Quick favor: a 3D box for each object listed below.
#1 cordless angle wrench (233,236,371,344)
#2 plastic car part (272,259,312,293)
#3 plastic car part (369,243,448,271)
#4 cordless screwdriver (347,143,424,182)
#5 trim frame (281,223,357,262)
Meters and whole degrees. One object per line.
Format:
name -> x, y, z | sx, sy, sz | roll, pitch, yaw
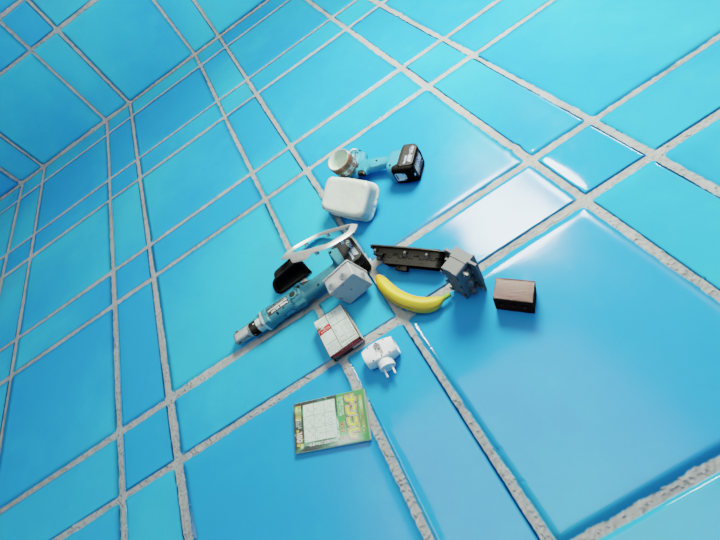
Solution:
cordless angle wrench -> -0.169, 0.073, 1.132 | 0.425, 0.070, 0.103 | -36, 50, 6
plastic car part -> -0.208, 0.004, 1.208 | 0.117, 0.063, 0.074 | -36, 35, 6
plastic car part -> 0.123, -0.030, 1.045 | 0.212, 0.063, 0.068 | 2, 70, 29
cordless screwdriver -> 0.052, -0.293, 1.251 | 0.261, 0.070, 0.160 | 6, 63, 35
trim frame -> -0.112, -0.073, 1.144 | 0.259, 0.027, 0.180 | -8, 23, 43
